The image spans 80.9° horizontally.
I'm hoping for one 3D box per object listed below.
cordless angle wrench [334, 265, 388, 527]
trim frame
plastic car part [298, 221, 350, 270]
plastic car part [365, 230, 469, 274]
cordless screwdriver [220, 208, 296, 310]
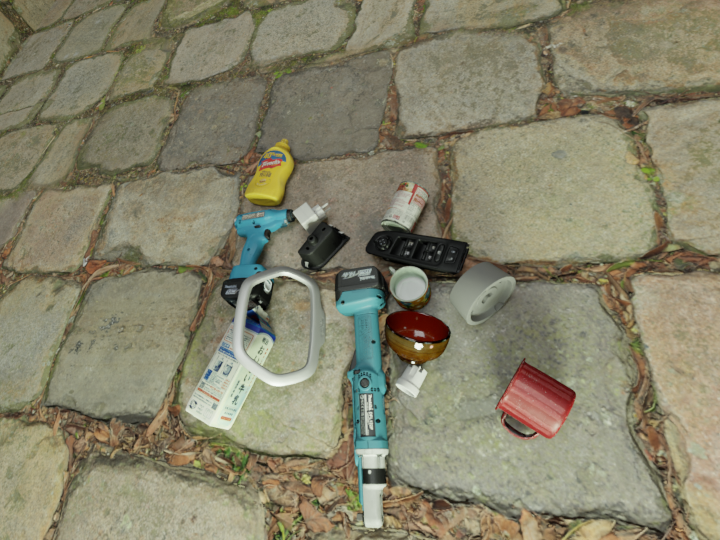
[{"bbox_3d":[0.012,0.201,0.746,0.100,0.071,0.434,-11,62,15],"label":"cordless angle wrench"},{"bbox_3d":[-0.155,0.101,0.831,0.180,0.027,0.256,6,56,-12],"label":"trim frame"},{"bbox_3d":[-0.090,-0.059,0.923,0.069,0.067,0.116,34,76,32],"label":"plastic car part"},{"bbox_3d":[0.109,-0.035,0.831,0.213,0.063,0.066,15,76,31],"label":"plastic car part"},{"bbox_3d":[-0.224,-0.036,0.964,0.163,0.070,0.255,-9,57,16],"label":"cordless screwdriver"}]
